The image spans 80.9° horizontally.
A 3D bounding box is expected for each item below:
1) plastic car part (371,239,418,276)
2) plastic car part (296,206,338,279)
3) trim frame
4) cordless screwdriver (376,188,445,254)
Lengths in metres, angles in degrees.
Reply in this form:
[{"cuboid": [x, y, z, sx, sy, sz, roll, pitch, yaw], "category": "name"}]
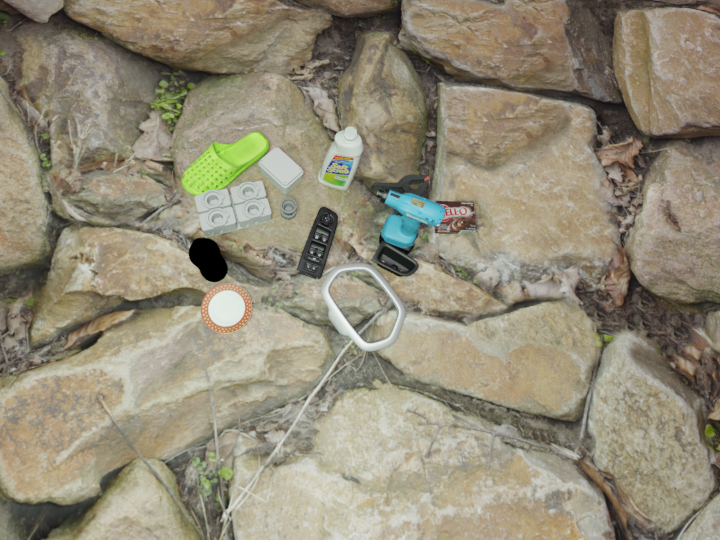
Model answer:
[{"cuboid": [0.089, -0.017, 1.129, 0.118, 0.070, 0.066, 31, 72, 4], "category": "plastic car part"}, {"cuboid": [-0.111, -0.072, 1.133, 0.066, 0.066, 0.205, 17, 72, -2], "category": "plastic car part"}, {"cuboid": [0.005, 0.090, 1.110, 0.182, 0.027, 0.254, -35, 78, -14], "category": "trim frame"}, {"cuboid": [0.097, -0.127, 1.073, 0.159, 0.247, 0.075, 22, 73, -2], "category": "cordless screwdriver"}]
